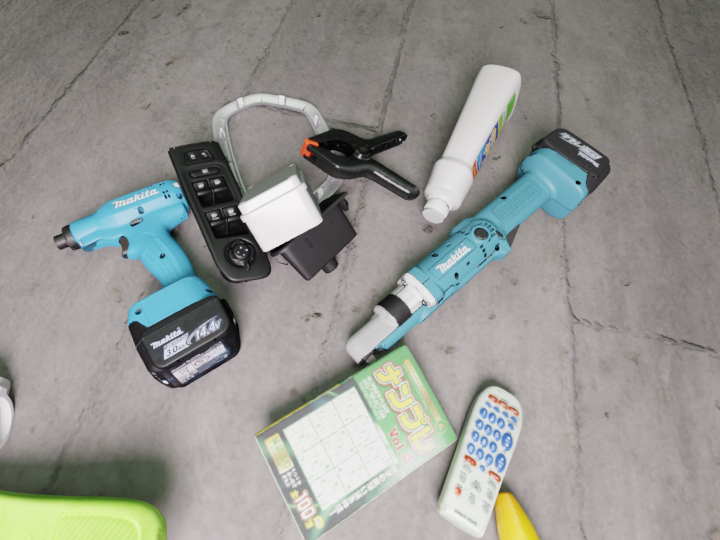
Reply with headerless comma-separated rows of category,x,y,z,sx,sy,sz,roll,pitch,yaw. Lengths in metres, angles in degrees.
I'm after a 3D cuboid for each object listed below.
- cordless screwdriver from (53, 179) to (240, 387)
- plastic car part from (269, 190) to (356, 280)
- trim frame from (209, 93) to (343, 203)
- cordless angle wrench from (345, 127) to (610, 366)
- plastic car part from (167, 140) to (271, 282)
cordless screwdriver,-0.245,0.011,0.479,0.157,0.072,0.260,-26,61,-16
plastic car part,-0.051,-0.033,0.519,0.069,0.068,0.116,48,66,-16
trim frame,-0.127,-0.176,0.615,0.182,0.027,0.257,-16,64,-10
cordless angle wrench,0.143,-0.032,0.524,0.418,0.073,0.101,-38,71,-19
plastic car part,-0.177,-0.065,0.523,0.064,0.067,0.210,-15,64,-36
